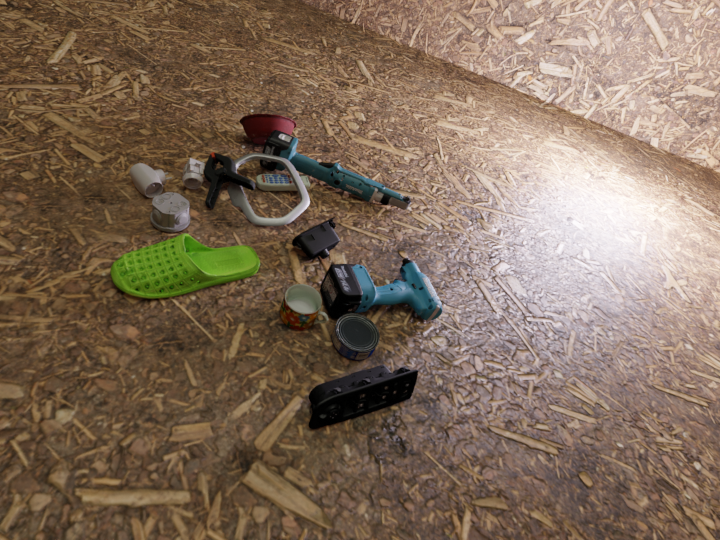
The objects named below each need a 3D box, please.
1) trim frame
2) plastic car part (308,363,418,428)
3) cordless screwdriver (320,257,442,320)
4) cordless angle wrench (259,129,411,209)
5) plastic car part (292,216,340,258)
[{"bbox_3d":[-0.231,-0.203,1.039,0.180,0.027,0.259,-17,61,-21],"label":"trim frame"},{"bbox_3d":[-0.001,0.197,0.694,0.195,0.065,0.071,-13,42,-32],"label":"plastic car part"},{"bbox_3d":[0.040,0.028,0.889,0.240,0.074,0.166,4,43,-24],"label":"cordless screwdriver"},{"bbox_3d":[-0.061,-0.255,1.153,0.420,0.097,0.075,22,40,-4],"label":"cordless angle wrench"},{"bbox_3d":[-0.093,-0.061,0.948,0.072,0.066,0.114,49,50,8],"label":"plastic car part"}]
